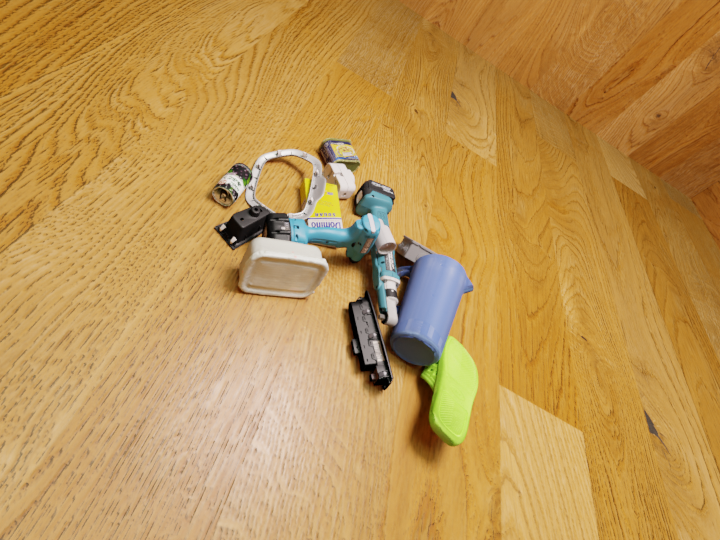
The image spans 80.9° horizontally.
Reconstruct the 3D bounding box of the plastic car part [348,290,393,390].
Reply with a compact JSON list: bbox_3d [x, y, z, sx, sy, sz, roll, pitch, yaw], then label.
[{"bbox_3d":[0.013,0.140,0.872,0.066,0.064,0.210,-6,56,-6],"label":"plastic car part"}]

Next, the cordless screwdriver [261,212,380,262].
[{"bbox_3d":[-0.091,-0.060,0.931,0.243,0.157,0.077,-2,61,-15],"label":"cordless screwdriver"}]

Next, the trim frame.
[{"bbox_3d":[-0.177,-0.215,1.025,0.183,0.027,0.254,10,52,-3],"label":"trim frame"}]

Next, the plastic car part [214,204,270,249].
[{"bbox_3d":[-0.240,-0.107,0.905,0.067,0.071,0.114,48,48,6],"label":"plastic car part"}]

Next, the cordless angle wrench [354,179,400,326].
[{"bbox_3d":[0.050,-0.051,1.013,0.094,0.074,0.437,16,45,-22],"label":"cordless angle wrench"}]
